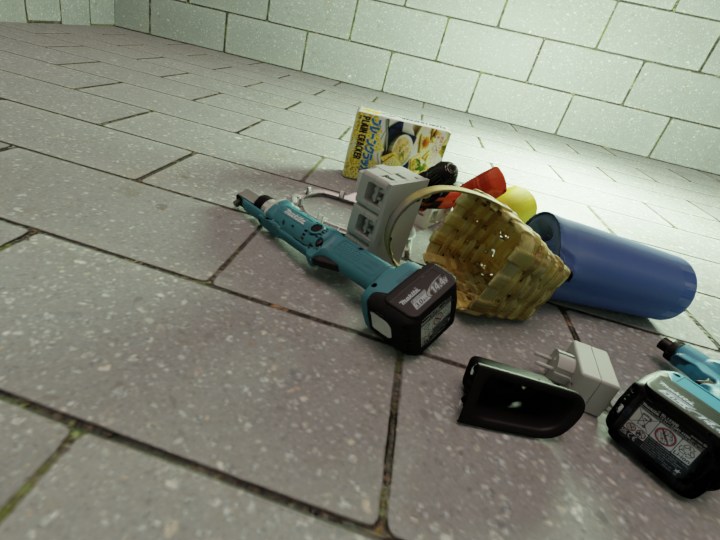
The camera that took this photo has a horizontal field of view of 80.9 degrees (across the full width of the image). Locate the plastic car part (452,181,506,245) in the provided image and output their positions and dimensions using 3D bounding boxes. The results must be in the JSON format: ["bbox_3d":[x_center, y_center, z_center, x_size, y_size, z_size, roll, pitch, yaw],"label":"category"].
[{"bbox_3d":[0.229,-0.111,0.856,0.064,0.066,0.210,13,33,-18],"label":"plastic car part"}]

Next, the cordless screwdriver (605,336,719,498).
[{"bbox_3d":[0.373,0.144,0.478,0.238,0.073,0.168,-1,32,-31],"label":"cordless screwdriver"}]

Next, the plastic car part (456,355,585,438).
[{"bbox_3d":[0.157,0.125,0.444,0.115,0.065,0.072,13,15,-7],"label":"plastic car part"}]

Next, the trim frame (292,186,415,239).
[{"bbox_3d":[-0.014,-0.110,0.804,0.256,0.027,0.182,19,29,14],"label":"trim frame"}]

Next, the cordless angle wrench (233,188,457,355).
[{"bbox_3d":[-0.060,-0.039,0.616,0.096,0.071,0.448,-36,47,-25],"label":"cordless angle wrench"}]
